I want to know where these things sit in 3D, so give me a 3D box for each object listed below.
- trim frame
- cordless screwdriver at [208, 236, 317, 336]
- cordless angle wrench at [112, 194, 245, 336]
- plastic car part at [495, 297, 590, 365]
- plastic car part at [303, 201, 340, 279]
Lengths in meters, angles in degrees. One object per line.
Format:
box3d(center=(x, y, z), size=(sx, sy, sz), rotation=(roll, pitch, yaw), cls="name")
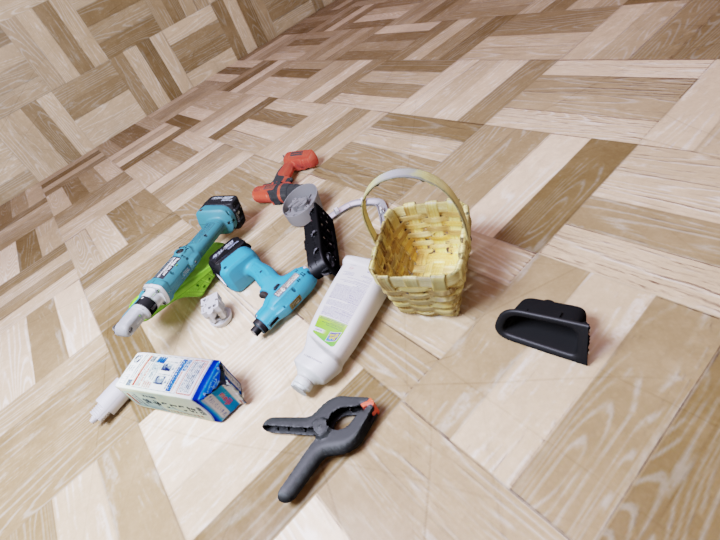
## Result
box3d(center=(-0.013, -0.081, 0.903), size=(0.187, 0.026, 0.256), rotation=(-15, 40, 13), cls="trim frame")
box3d(center=(-0.223, 0.029, 0.865), size=(0.263, 0.071, 0.158), rotation=(22, 59, 38), cls="cordless screwdriver")
box3d(center=(-0.381, -0.022, 0.915), size=(0.101, 0.071, 0.427), rotation=(1, 40, 17), cls="cordless angle wrench")
box3d(center=(0.256, 0.068, 0.580), size=(0.123, 0.064, 0.069), rotation=(16, 39, 43), cls="plastic car part")
box3d(center=(-0.083, -0.055, 0.853), size=(0.068, 0.063, 0.212), rotation=(-30, 39, 10), cls="plastic car part")
